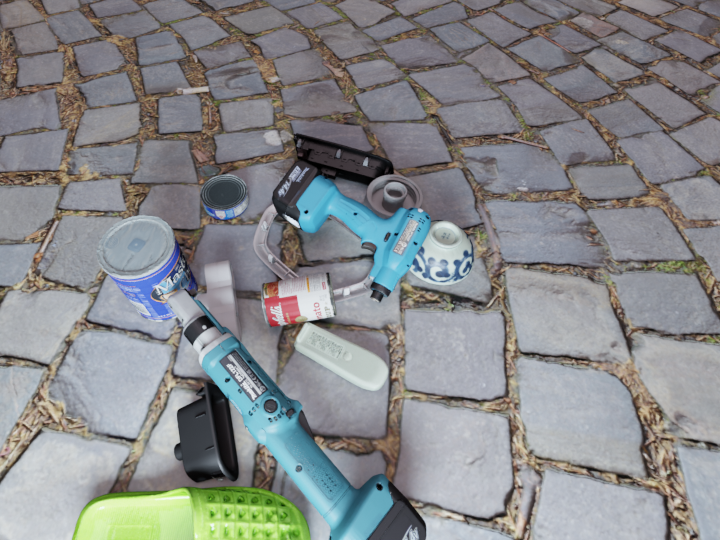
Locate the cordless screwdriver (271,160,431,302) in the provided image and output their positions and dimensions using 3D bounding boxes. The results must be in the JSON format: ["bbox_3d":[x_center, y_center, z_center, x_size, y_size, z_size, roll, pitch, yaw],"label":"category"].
[{"bbox_3d":[-0.029,-0.067,0.686,0.256,0.072,0.159,26,77,14],"label":"cordless screwdriver"}]

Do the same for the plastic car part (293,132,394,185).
[{"bbox_3d":[-0.036,-0.207,0.815,0.206,0.064,0.068,14,67,8],"label":"plastic car part"}]

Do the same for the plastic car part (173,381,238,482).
[{"bbox_3d":[-0.203,0.214,0.541,0.071,0.063,0.121,-19,61,3],"label":"plastic car part"}]

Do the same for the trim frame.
[{"bbox_3d":[-0.071,-0.047,0.729,0.259,0.027,0.182,37,63,23],"label":"trim frame"}]

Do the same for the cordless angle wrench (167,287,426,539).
[{"bbox_3d":[-0.112,0.176,0.523,0.438,0.073,0.096,43,53,19],"label":"cordless angle wrench"}]
